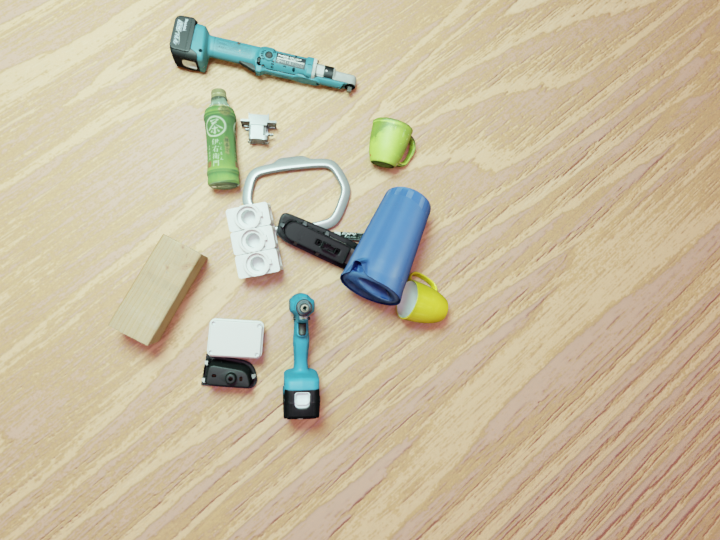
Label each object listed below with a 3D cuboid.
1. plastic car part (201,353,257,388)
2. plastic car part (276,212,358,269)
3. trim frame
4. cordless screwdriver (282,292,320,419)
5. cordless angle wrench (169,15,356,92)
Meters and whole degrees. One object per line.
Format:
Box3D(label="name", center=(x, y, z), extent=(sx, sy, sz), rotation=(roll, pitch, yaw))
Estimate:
Box3D(label="plastic car part", center=(-0.275, 0.218, 0.881), extent=(0.116, 0.071, 0.066), rotation=(8, 85, -3))
Box3D(label="plastic car part", center=(-0.091, -0.059, 0.927), extent=(0.200, 0.068, 0.066), rotation=(25, 101, -7))
Box3D(label="trim frame", center=(-0.145, -0.174, 0.967), extent=(0.246, 0.027, 0.185), rotation=(-9, 85, -5))
Box3D(label="cordless screwdriver", center=(-0.119, 0.172, 0.858), extent=(0.073, 0.161, 0.250), rotation=(1, 86, -10))
Box3D(label="cordless angle wrench", center=(-0.215, -0.483, 0.978), extent=(0.417, 0.075, 0.098), rotation=(10, 83, -7))
